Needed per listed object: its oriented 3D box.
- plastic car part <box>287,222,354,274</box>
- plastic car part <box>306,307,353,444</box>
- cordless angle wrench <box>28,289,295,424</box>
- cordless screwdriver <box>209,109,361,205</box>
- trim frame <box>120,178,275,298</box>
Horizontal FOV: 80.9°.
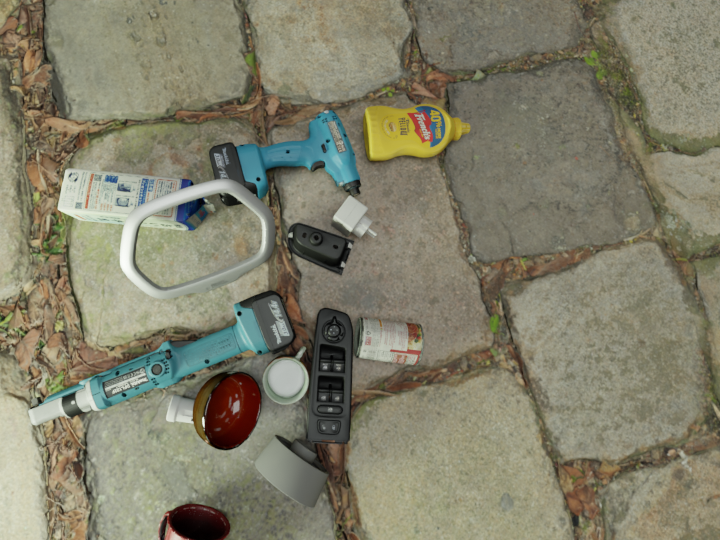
[{"bbox_3d":[-0.070,-0.046,0.718,0.116,0.071,0.066,22,79,-4],"label":"plastic car part"},{"bbox_3d":[-0.046,0.164,0.681,0.067,0.066,0.206,2,76,1],"label":"plastic car part"},{"bbox_3d":[-0.312,0.151,0.669,0.420,0.074,0.099,-22,84,-5],"label":"cordless angle wrench"},{"bbox_3d":[-0.127,-0.173,0.737,0.245,0.074,0.161,-20,83,-11],"label":"cordless screwdriver"},{"bbox_3d":[-0.257,-0.045,0.678,0.245,0.029,0.178,-22,117,-12],"label":"trim frame"}]
